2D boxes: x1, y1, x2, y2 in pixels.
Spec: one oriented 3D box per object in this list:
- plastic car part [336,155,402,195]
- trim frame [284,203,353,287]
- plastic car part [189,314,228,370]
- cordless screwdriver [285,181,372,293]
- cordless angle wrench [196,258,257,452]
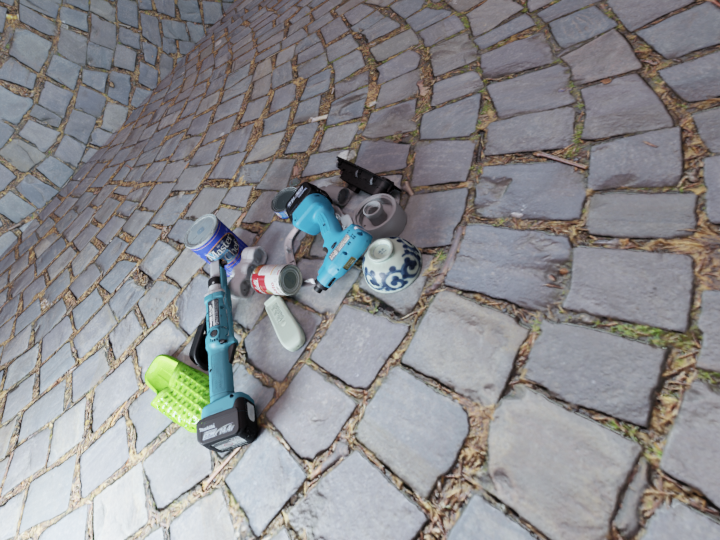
[{"bbox_3d":[0.008,-0.211,0.994,0.215,0.062,0.067,32,87,44],"label":"plastic car part"},{"bbox_3d":[-0.095,-0.062,0.974,0.186,0.026,0.260,-30,44,10],"label":"trim frame"},{"bbox_3d":[-0.355,0.165,0.958,0.074,0.062,0.118,-14,52,44],"label":"plastic car part"},{"bbox_3d":[-0.089,-0.076,0.915,0.159,0.070,0.263,-52,45,13],"label":"cordless screwdriver"},{"bbox_3d":[-0.290,0.143,0.881,0.098,0.071,0.442,-22,52,3],"label":"cordless angle wrench"}]
